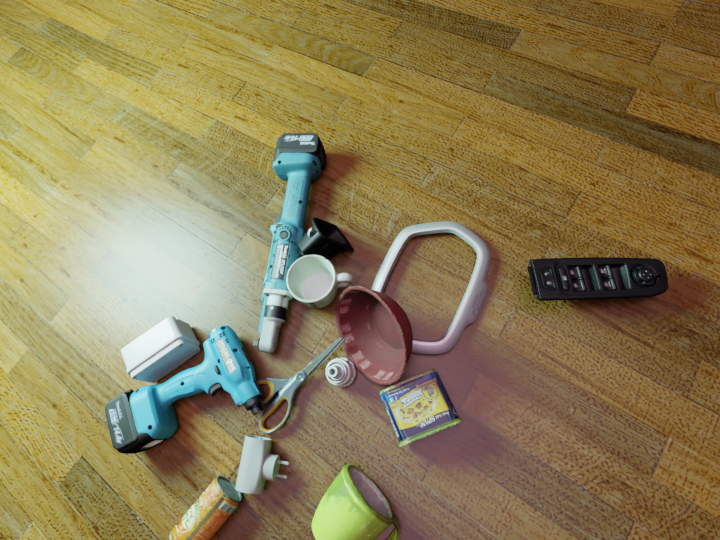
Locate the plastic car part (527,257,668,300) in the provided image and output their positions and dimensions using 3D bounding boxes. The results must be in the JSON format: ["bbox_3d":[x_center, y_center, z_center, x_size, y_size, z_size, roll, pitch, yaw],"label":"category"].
[{"bbox_3d":[0.365,0.019,0.660,0.205,0.064,0.068,-4,62,6],"label":"plastic car part"}]

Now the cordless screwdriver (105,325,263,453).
[{"bbox_3d":[-0.291,0.224,0.714,0.248,0.071,0.166,-34,66,-3],"label":"cordless screwdriver"}]

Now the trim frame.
[{"bbox_3d":[0.122,0.023,0.733,0.191,0.026,0.249,21,73,20],"label":"trim frame"}]

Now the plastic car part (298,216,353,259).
[{"bbox_3d":[-0.075,-0.049,0.765,0.071,0.111,0.068,-44,68,18],"label":"plastic car part"}]

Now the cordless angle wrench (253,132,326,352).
[{"bbox_3d":[-0.139,-0.060,0.800,0.100,0.072,0.429,3,72,11],"label":"cordless angle wrench"}]
